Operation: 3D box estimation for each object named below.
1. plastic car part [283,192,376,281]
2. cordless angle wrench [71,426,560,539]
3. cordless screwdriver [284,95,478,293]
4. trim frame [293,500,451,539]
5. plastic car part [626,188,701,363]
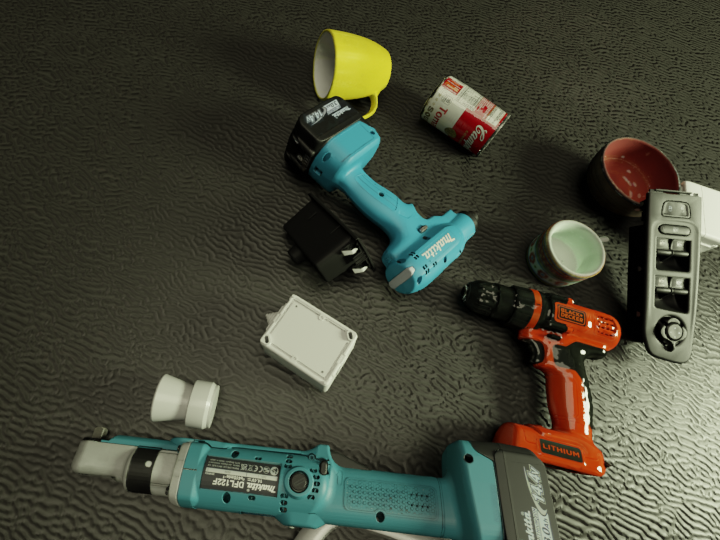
[{"bbox_3d":[-0.048,-0.031,0.489,0.070,0.062,0.123,-40,51,-8],"label":"plastic car part"},{"bbox_3d":[-0.054,0.195,0.385,0.424,0.072,0.100,5,53,2],"label":"cordless angle wrench"},{"bbox_3d":[0.031,-0.106,0.529,0.156,0.074,0.253,-35,80,-32],"label":"cordless screwdriver"},{"bbox_3d":[0.040,0.319,0.382,0.249,0.027,0.186,19,68,2],"label":"trim frame"},{"bbox_3d":[0.359,0.007,0.515,0.065,0.068,0.204,6,82,-12],"label":"plastic car part"}]
